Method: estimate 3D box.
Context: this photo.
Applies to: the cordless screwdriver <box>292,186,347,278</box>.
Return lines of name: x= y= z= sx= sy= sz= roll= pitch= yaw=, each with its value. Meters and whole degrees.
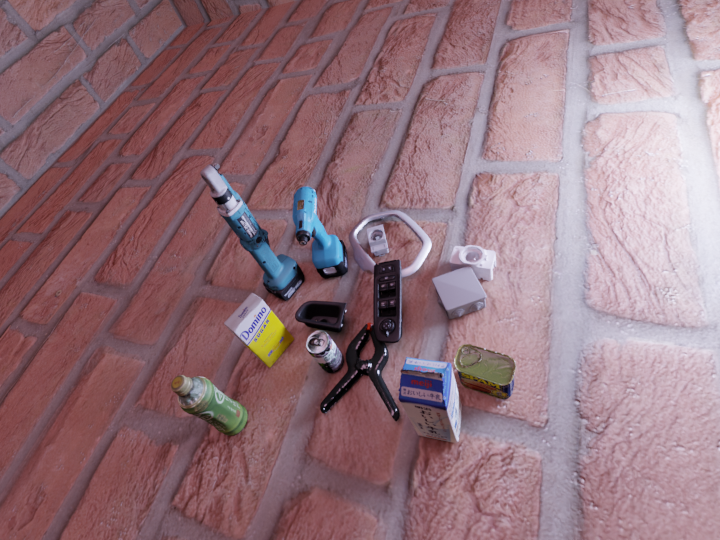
cordless screwdriver: x=-0.100 y=-0.065 z=1.019 sx=0.076 sy=0.236 sz=0.164 roll=-12 pitch=50 yaw=11

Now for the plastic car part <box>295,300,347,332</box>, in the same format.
plastic car part: x=-0.086 y=0.113 z=0.986 sx=0.121 sy=0.067 sz=0.067 roll=2 pitch=55 yaw=24

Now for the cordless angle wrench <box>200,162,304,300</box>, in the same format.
cordless angle wrench: x=-0.251 y=-0.079 z=0.984 sx=0.078 sy=0.402 sz=0.097 roll=25 pitch=65 yaw=34

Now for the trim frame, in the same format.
trim frame: x=0.069 y=-0.069 z=1.090 sx=0.183 sy=0.026 sz=0.262 roll=-33 pitch=48 yaw=-4

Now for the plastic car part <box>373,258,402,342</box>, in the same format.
plastic car part: x=0.065 y=0.076 z=0.953 sx=0.068 sy=0.064 sz=0.208 roll=-8 pitch=51 yaw=16
